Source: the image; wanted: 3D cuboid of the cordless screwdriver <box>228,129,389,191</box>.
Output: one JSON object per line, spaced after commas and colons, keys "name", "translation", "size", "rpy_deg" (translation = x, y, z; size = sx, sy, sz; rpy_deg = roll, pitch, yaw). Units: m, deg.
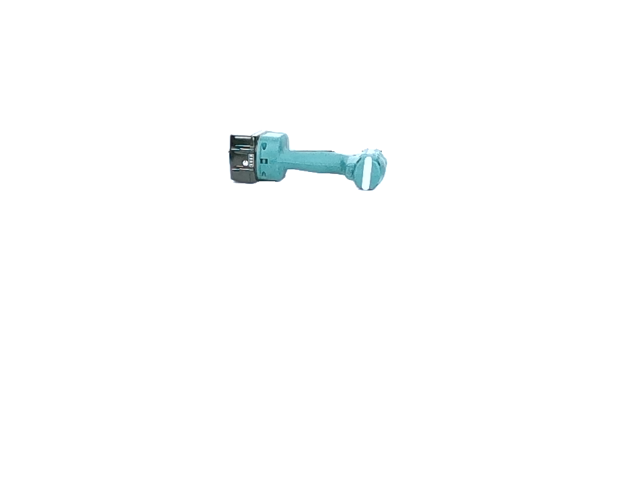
{"name": "cordless screwdriver", "translation": [-0.014, -0.134, 0.689], "size": [0.249, 0.074, 0.158], "rpy_deg": [8, 22, 9]}
